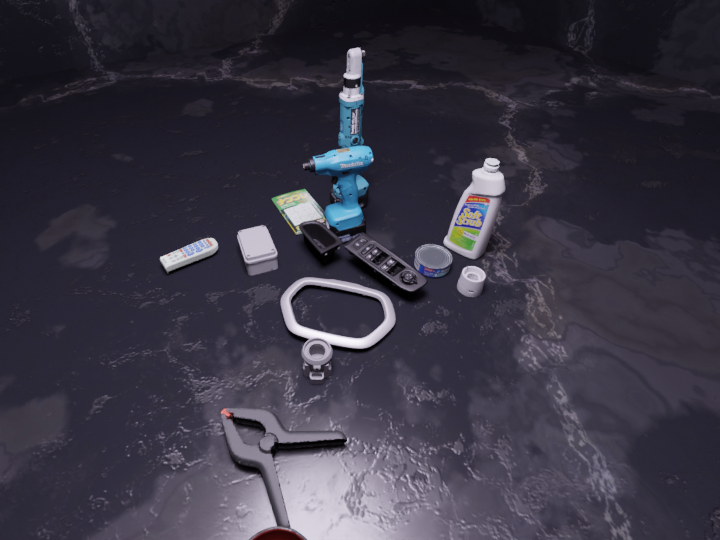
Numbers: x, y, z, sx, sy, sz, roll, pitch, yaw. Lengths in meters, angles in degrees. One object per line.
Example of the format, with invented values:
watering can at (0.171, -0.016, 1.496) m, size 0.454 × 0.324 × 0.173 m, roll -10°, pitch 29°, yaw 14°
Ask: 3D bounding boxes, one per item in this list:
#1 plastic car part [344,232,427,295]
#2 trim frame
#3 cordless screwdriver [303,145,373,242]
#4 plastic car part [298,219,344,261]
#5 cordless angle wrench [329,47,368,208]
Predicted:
plastic car part at (0.056, -0.005, 0.965) m, size 0.065 × 0.065 × 0.214 m, roll -34°, pitch 52°, yaw -32°
trim frame at (-0.050, 0.083, 0.902) m, size 0.253 × 0.027 × 0.187 m, roll 8°, pitch 44°, yaw 10°
cordless screwdriver at (-0.057, -0.179, 1.024) m, size 0.156 × 0.241 × 0.078 m, roll -11°, pitch 45°, yaw -14°
plastic car part at (-0.101, -0.066, 1.031) m, size 0.064 × 0.069 × 0.123 m, roll -26°, pitch 49°, yaw -26°
cordless angle wrench at (-0.025, -0.338, 1.070) m, size 0.096 × 0.410 × 0.078 m, roll -18°, pitch 47°, yaw -22°
